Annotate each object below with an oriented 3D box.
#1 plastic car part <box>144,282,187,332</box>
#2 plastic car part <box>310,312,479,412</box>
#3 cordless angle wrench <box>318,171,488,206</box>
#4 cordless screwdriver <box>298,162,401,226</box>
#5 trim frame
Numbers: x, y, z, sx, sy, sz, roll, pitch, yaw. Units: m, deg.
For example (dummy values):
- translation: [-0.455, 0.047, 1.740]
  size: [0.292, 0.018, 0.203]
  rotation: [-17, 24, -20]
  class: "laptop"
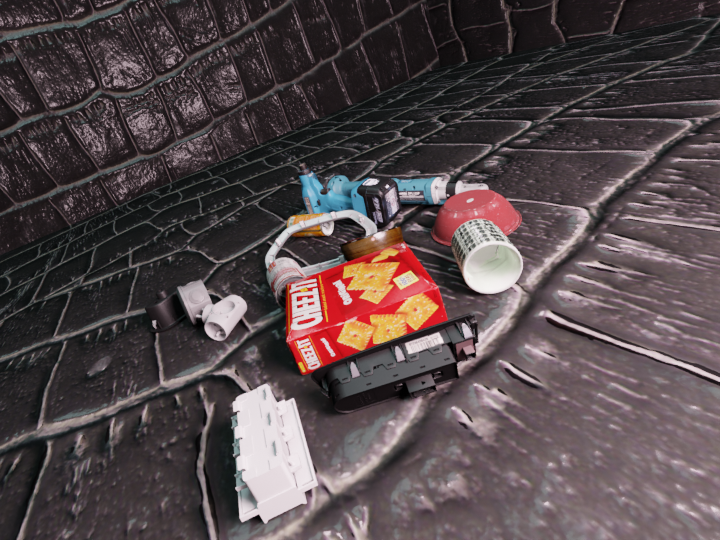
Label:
- translation: [-0.387, 0.066, 0.864]
  size: [0.069, 0.069, 0.115]
  rotation: [-1, 29, 37]
  class: "plastic car part"
- translation: [0.045, 0.118, 0.493]
  size: [0.205, 0.063, 0.070]
  rotation: [-16, 52, 6]
  class: "plastic car part"
- translation: [0.078, -0.181, 0.977]
  size: [0.445, 0.094, 0.073]
  rotation: [7, 39, 37]
  class: "cordless angle wrench"
- translation: [-0.038, -0.178, 0.974]
  size: [0.262, 0.153, 0.073]
  rotation: [6, 35, 39]
  class: "cordless screwdriver"
- translation: [-0.087, -0.057, 0.888]
  size: [0.252, 0.026, 0.190]
  rotation: [-14, 45, 10]
  class: "trim frame"
